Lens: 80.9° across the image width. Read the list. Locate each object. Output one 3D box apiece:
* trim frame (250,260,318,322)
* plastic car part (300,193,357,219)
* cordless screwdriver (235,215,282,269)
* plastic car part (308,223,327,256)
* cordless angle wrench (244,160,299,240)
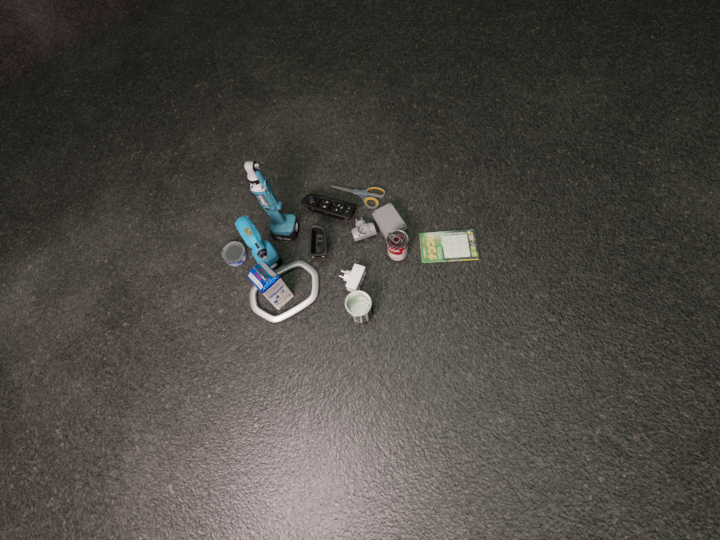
[{"bbox_3d":[-0.254,0.067,1.420,0.247,0.026,0.192,-32,65,-4],"label":"trim frame"},{"bbox_3d":[-0.112,-0.223,1.500,0.210,0.064,0.066,20,71,18],"label":"plastic car part"},{"bbox_3d":[-0.317,-0.062,1.371,0.074,0.240,0.166,-33,67,-7],"label":"cordless screwdriver"},{"bbox_3d":[-0.141,-0.092,1.445,0.067,0.068,0.119,-5,66,6],"label":"plastic car part"},{"bbox_3d":[-0.288,-0.217,1.341,0.100,0.408,0.075,6,69,9],"label":"cordless angle wrench"}]
